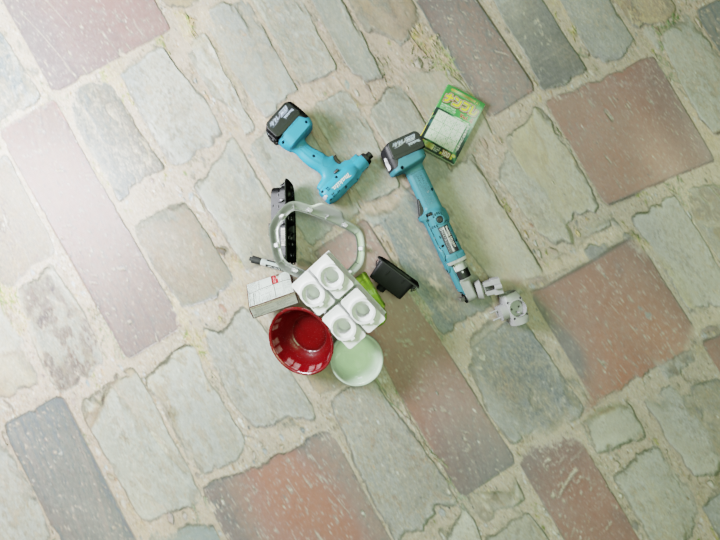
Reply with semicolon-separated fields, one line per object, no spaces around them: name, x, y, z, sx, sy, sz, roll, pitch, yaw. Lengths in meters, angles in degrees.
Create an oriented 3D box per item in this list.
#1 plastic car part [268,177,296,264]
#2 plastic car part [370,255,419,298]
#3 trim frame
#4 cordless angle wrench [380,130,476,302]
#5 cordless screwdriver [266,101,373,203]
plastic car part;-0.185;-0.116;1.008;0.069;0.064;0.203;1;87;22
plastic car part;0.072;0.024;1.005;0.117;0.065;0.071;33;100;3
trim frame;-0.096;-0.063;0.982;0.240;0.028;0.185;21;77;-19
cordless angle wrench;0.179;-0.120;1.011;0.097;0.074;0.423;-25;89;-4
cordless screwdriver;-0.099;-0.298;1.015;0.159;0.075;0.248;-44;92;-5
